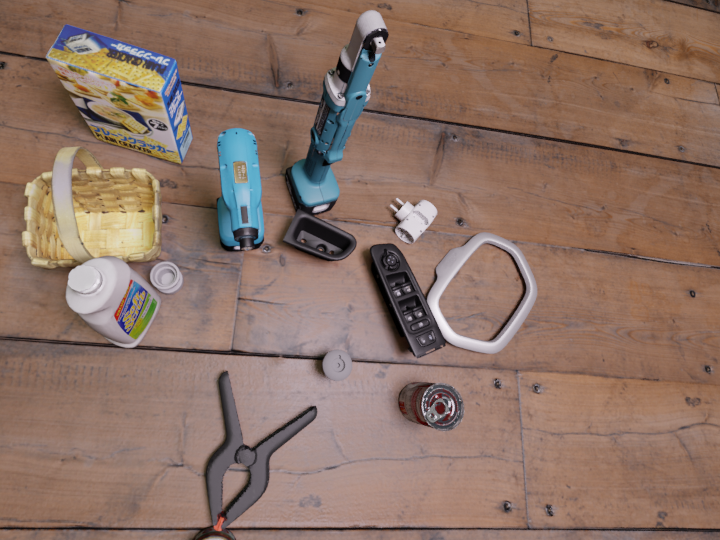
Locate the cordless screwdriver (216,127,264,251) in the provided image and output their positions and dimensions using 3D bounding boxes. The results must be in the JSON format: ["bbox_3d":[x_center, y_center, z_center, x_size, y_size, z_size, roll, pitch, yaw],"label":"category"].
[{"bbox_3d":[-0.178,-0.081,0.634,0.073,0.250,0.162,-5,77,-16],"label":"cordless screwdriver"}]

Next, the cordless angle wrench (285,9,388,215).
[{"bbox_3d":[-0.042,-0.194,0.601,0.073,0.425,0.099,-16,81,-18],"label":"cordless angle wrench"}]

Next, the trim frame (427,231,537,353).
[{"bbox_3d":[0.228,0.038,0.789,0.185,0.027,0.247,41,71,3],"label":"trim frame"}]

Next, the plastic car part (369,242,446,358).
[{"bbox_3d":[0.072,0.047,0.737,0.065,0.067,0.207,-18,78,-17],"label":"plastic car part"}]

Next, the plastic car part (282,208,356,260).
[{"bbox_3d":[-0.072,-0.047,0.737,0.116,0.071,0.066,25,71,-4],"label":"plastic car part"}]
